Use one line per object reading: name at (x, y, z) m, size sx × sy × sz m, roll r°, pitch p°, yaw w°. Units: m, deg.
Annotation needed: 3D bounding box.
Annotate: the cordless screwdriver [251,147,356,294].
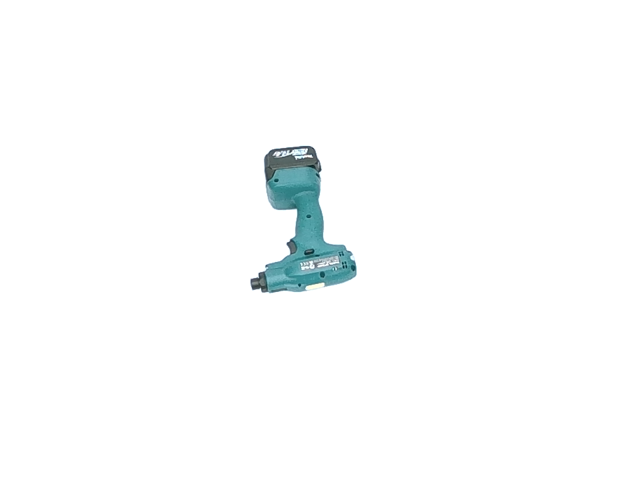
cordless screwdriver at (-0.049, -0.031, 0.690) m, size 0.159 × 0.248 × 0.074 m, roll -11°, pitch -29°, yaw -8°
